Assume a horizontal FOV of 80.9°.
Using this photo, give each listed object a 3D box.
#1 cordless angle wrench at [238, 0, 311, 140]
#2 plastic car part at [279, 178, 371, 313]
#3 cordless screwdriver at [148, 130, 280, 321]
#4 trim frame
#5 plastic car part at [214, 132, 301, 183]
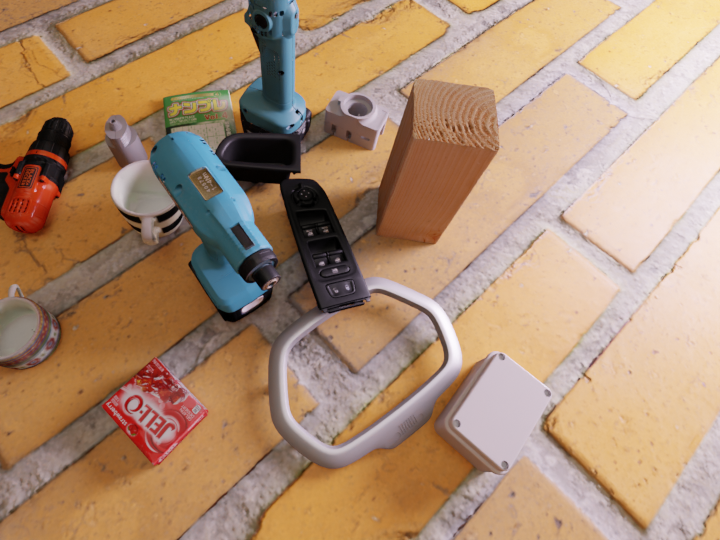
[{"bbox_3d":[-0.103,-0.302,0.490,0.099,0.416,0.074,28,65,4],"label":"cordless angle wrench"},{"bbox_3d":[-0.054,-0.035,0.555,0.065,0.066,0.210,-16,66,-13],"label":"plastic car part"},{"bbox_3d":[-0.132,-0.010,0.438,0.073,0.245,0.164,-33,73,-20],"label":"cordless screwdriver"},{"bbox_3d":[0.005,0.113,0.506,0.245,0.027,0.190,-33,70,-18],"label":"trim frame"},{"bbox_3d":[-0.144,-0.152,0.605,0.116,0.069,0.068,0,65,-5],"label":"plastic car part"}]
